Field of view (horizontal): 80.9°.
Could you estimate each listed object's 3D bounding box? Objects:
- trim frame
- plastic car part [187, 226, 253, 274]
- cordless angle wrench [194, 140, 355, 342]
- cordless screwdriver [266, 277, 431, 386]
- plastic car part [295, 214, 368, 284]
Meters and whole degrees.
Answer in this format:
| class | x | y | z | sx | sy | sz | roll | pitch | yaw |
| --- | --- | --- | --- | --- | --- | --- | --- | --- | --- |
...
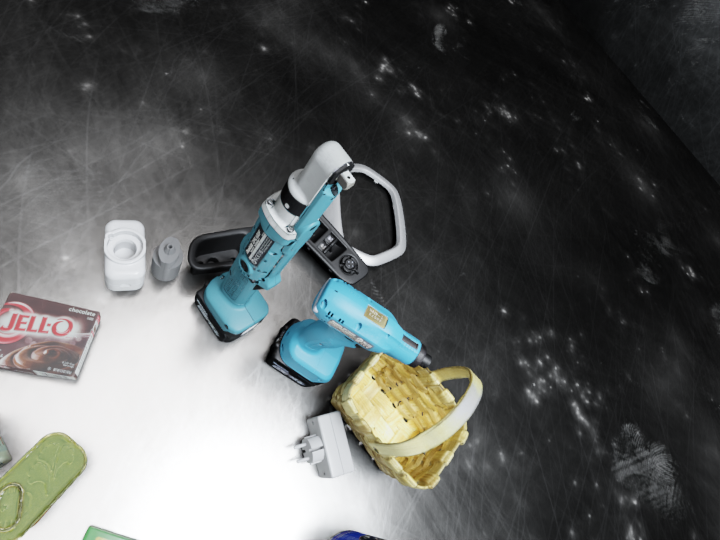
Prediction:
| class | x | y | z | sx | sy | sz | roll | pitch | yaw |
| --- | --- | --- | --- | --- | --- | --- | --- | --- | --- |
| trim frame | 0.009 | -0.120 | 0.869 | 0.178 | 0.028 | 0.255 | 8 | 61 | -22 |
| plastic car part | -0.224 | -0.022 | 0.677 | 0.112 | 0.072 | 0.068 | -12 | 72 | -31 |
| cordless angle wrench | -0.117 | -0.015 | 0.506 | 0.072 | 0.428 | 0.099 | -31 | 85 | -36 |
| cordless screwdriver | -0.029 | 0.107 | 0.590 | 0.157 | 0.252 | 0.074 | 35 | 55 | -9 |
| plastic car part | -0.075 | -0.049 | 0.766 | 0.203 | 0.067 | 0.065 | 44 | 54 | 1 |
